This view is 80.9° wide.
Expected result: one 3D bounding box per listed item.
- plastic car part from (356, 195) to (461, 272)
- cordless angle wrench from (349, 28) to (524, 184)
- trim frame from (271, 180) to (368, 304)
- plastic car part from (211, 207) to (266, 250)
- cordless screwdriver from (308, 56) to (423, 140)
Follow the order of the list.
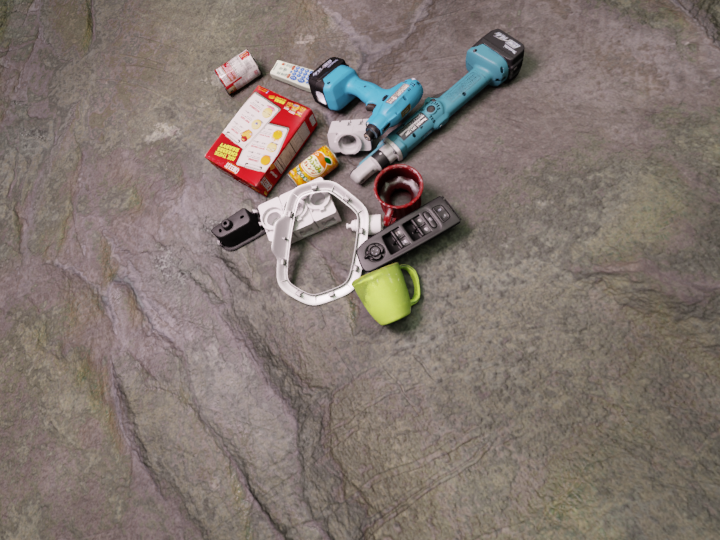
[{"bbox_3d":[0.084,-0.062,0.806,0.202,0.065,0.068,-29,76,-4],"label":"plastic car part"},{"bbox_3d":[0.148,-0.324,0.882,0.423,0.071,0.102,-40,68,1],"label":"cordless angle wrench"},{"bbox_3d":[-0.081,-0.053,0.832,0.186,0.027,0.247,10,95,6],"label":"trim frame"},{"bbox_3d":[-0.269,-0.093,0.911,0.116,0.068,0.068,-30,68,0],"label":"plastic car part"},{"bbox_3d":[-0.011,-0.362,0.898,0.262,0.071,0.158,32,73,32],"label":"cordless screwdriver"}]
